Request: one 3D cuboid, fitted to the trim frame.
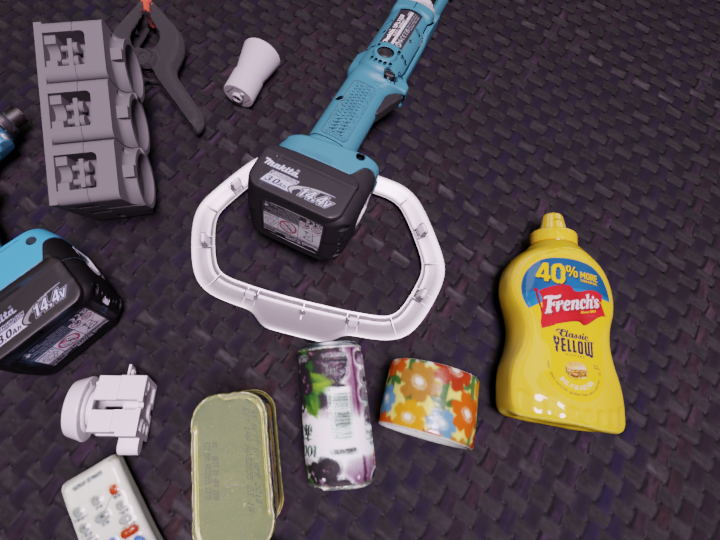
[{"bbox_3d":[-0.040,-0.026,0.407,0.248,0.027,0.186,15,70,0],"label":"trim frame"}]

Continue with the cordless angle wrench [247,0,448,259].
[{"bbox_3d":[0.022,-0.205,0.446,0.099,0.073,0.425,23,62,4],"label":"cordless angle wrench"}]

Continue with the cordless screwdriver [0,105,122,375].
[{"bbox_3d":[-0.310,-0.039,0.371,0.256,0.073,0.158,38,71,14],"label":"cordless screwdriver"}]
